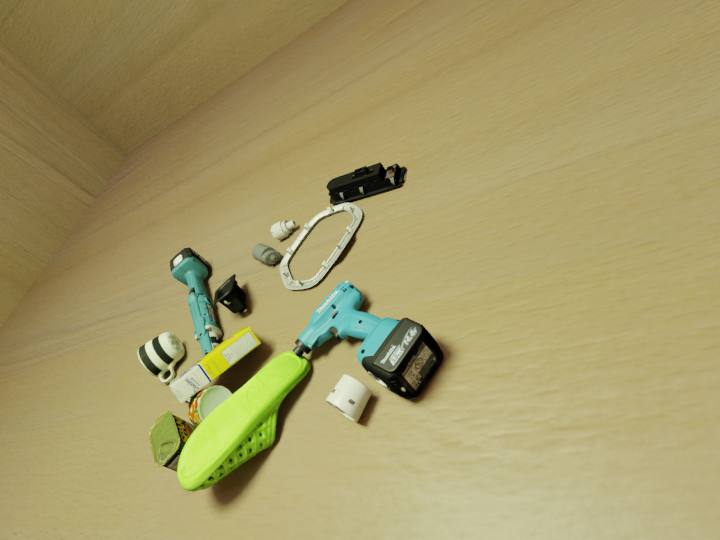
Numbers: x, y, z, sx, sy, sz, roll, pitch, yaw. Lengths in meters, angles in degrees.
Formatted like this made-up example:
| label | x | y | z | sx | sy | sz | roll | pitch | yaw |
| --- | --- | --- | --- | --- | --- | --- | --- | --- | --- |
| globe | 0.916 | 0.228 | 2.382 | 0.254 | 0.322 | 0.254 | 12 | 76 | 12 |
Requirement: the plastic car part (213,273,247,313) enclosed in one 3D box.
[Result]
| label | x | y | z | sx | sy | sz | roll | pitch | yaw |
| --- | --- | --- | --- | --- | --- | --- | --- | --- | --- |
| plastic car part | -0.293 | 0.065 | 0.974 | 0.066 | 0.068 | 0.121 | -44 | 22 | -1 |

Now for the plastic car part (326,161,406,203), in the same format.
| label | x | y | z | sx | sy | sz | roll | pitch | yaw |
| --- | --- | --- | --- | --- | --- | --- | --- | --- | --- |
| plastic car part | 0.000 | -0.204 | 0.982 | 0.211 | 0.063 | 0.067 | -13 | 53 | 36 |

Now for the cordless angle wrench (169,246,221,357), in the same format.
| label | x | y | z | sx | sy | sz | roll | pitch | yaw |
| --- | --- | --- | --- | --- | --- | --- | --- | --- | --- |
| cordless angle wrench | -0.391 | 0.089 | 1.034 | 0.074 | 0.092 | 0.446 | -41 | 42 | 1 |

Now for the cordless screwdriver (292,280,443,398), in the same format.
| label | x | y | z | sx | sy | sz | roll | pitch | yaw |
| --- | --- | --- | --- | --- | --- | --- | --- | --- | --- |
| cordless screwdriver | -0.005 | 0.116 | 0.672 | 0.158 | 0.071 | 0.262 | -48 | 35 | -12 |

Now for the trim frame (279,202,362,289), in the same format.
| label | x | y | z | sx | sy | sz | roll | pitch | yaw |
| --- | --- | --- | --- | --- | --- | --- | --- | --- | --- |
| trim frame | -0.093 | -0.061 | 0.953 | 0.194 | 0.026 | 0.248 | 15 | 64 | 46 |
